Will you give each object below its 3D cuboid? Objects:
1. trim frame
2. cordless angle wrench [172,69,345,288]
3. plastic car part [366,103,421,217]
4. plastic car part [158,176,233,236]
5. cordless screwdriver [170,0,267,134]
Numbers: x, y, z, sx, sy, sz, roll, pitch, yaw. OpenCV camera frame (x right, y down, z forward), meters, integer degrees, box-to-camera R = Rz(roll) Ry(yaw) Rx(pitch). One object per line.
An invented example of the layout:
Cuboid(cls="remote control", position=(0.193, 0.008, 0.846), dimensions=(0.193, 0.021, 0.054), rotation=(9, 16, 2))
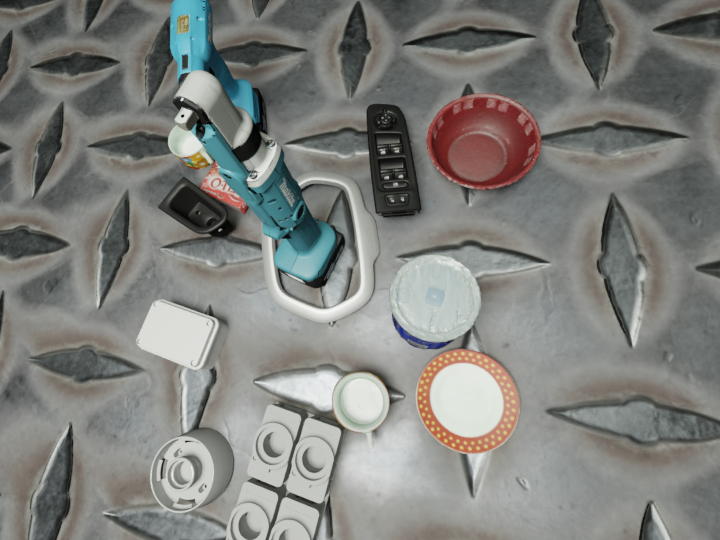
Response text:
Cuboid(cls="trim frame", position=(-0.065, -0.042, 0.663), dimensions=(0.186, 0.026, 0.254), rotation=(-10, 71, 7))
Cuboid(cls="cordless angle wrench", position=(-0.091, -0.073, 0.474), dimensions=(0.076, 0.410, 0.098), rotation=(23, 79, 11))
Cuboid(cls="plastic car part", position=(0.048, -0.171, 0.662), dimensions=(0.067, 0.065, 0.207), rotation=(-7, 72, 6))
Cuboid(cls="plastic car part", position=(-0.257, -0.089, 0.691), dimensions=(0.120, 0.069, 0.066), rotation=(34, 81, 17))
Cuboid(cls="cordless screwdriver", position=(-0.213, -0.270, 0.648), dimensions=(0.075, 0.241, 0.162), rotation=(-8, 74, 4))
